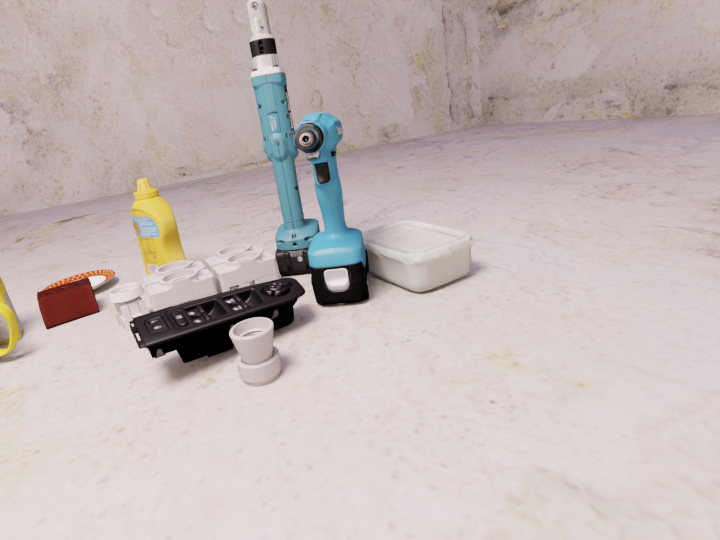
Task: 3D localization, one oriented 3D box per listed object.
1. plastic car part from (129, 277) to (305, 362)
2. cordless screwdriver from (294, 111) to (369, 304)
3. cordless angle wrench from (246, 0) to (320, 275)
[{"bbox_3d":[-0.152,0.059,0.494,0.197,0.065,0.070,-21,22,-30],"label":"plastic car part"},{"bbox_3d":[-0.040,-0.074,0.542,0.075,0.243,0.161,-6,18,6],"label":"cordless screwdriver"},{"bbox_3d":[-0.127,-0.202,0.676,0.075,0.414,0.099,-7,17,3],"label":"cordless angle wrench"}]
